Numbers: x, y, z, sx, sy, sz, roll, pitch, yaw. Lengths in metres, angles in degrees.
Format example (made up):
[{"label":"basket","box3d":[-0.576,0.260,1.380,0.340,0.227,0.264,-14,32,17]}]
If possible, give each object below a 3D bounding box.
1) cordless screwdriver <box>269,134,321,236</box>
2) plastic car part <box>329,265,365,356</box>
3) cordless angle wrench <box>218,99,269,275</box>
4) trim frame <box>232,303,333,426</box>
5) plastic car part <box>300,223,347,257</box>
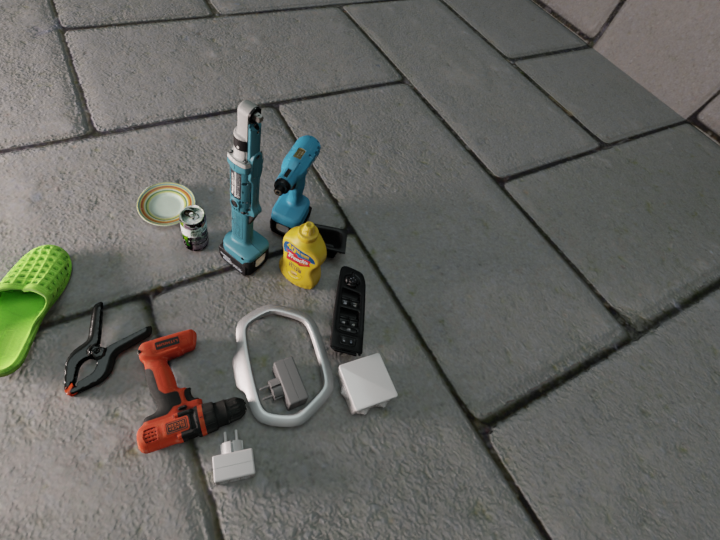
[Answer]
[{"label":"cordless screwdriver","box3d":[-0.152,-0.156,0.916,0.075,0.245,0.160,24,55,0]},{"label":"plastic car part","box3d":[-0.026,0.086,0.887,0.066,0.066,0.208,10,55,-7]},{"label":"cordless angle wrench","box3d":[-0.214,-0.137,0.787,0.100,0.417,0.073,39,57,10]},{"label":"trim frame","box3d":[-0.155,0.176,0.825,0.180,0.027,0.259,-11,59,-18]},{"label":"plastic car part","box3d":[-0.095,-0.062,0.971,0.116,0.070,0.067,11,56,-5]}]
